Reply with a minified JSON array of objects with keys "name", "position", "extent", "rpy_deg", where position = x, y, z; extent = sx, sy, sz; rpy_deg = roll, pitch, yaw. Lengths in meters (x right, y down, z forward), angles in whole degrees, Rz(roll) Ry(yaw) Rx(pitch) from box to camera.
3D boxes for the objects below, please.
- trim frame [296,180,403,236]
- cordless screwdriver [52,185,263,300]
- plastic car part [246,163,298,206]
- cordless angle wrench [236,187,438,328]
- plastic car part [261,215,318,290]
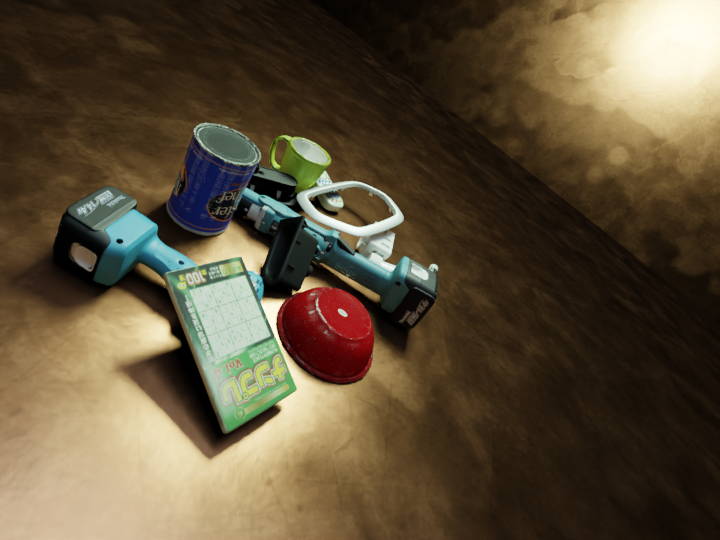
[{"name":"trim frame","position":[-0.018,-0.131,0.858],"extent":[0.192,0.027,0.241],"rpy_deg":[38,39,23]},{"name":"cordless screwdriver","position":[-0.243,0.012,0.511],"extent":[0.243,0.075,0.162],"rpy_deg":[31,32,-12]},{"name":"plastic car part","position":[-0.202,-0.173,0.802],"extent":[0.193,0.067,0.070],"rpy_deg":[14,31,-33]},{"name":"cordless angle wrench","position":[-0.072,-0.047,0.731],"extent":[0.424,0.097,0.074],"rpy_deg":[29,33,1]},{"name":"plastic car part","position":[-0.104,-0.019,0.665],"extent":[0.067,0.069,0.117],"rpy_deg":[28,70,-37]}]
